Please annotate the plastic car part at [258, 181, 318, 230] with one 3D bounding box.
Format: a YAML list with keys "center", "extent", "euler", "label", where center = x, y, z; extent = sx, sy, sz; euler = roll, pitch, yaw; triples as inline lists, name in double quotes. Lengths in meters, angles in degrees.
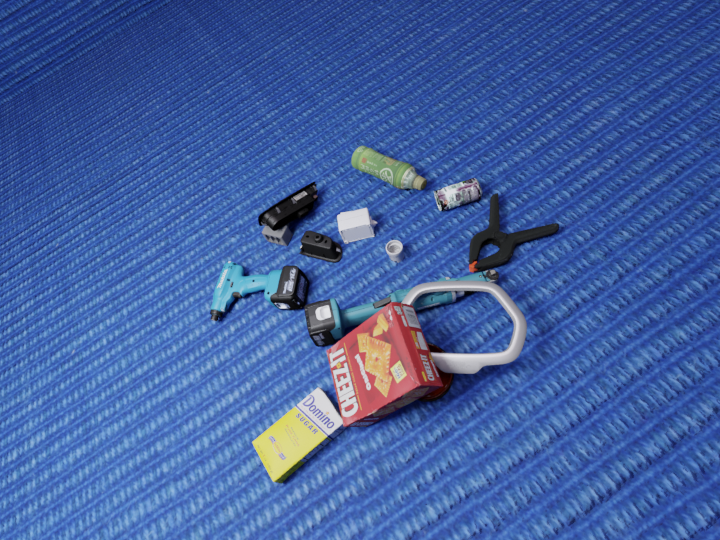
- center: [-0.186, -0.163, 1.137]
  extent: [0.198, 0.066, 0.069]
  euler: [-33, 76, -30]
  label: "plastic car part"

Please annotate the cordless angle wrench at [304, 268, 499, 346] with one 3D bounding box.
- center: [0.091, 0.069, 0.926]
  extent: [0.425, 0.093, 0.077]
  euler: [-15, 57, 4]
  label: "cordless angle wrench"

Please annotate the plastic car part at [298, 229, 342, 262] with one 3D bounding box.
- center: [-0.106, -0.069, 1.081]
  extent: [0.122, 0.067, 0.066]
  euler: [16, 67, 28]
  label: "plastic car part"

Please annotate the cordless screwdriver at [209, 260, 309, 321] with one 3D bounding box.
- center: [-0.260, 0.059, 1.055]
  extent: [0.258, 0.070, 0.161]
  euler: [2, 61, 24]
  label: "cordless screwdriver"

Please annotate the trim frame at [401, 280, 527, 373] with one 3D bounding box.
- center: [0.187, 0.105, 0.823]
  extent: [0.255, 0.026, 0.188]
  euler: [-3, 60, 15]
  label: "trim frame"
